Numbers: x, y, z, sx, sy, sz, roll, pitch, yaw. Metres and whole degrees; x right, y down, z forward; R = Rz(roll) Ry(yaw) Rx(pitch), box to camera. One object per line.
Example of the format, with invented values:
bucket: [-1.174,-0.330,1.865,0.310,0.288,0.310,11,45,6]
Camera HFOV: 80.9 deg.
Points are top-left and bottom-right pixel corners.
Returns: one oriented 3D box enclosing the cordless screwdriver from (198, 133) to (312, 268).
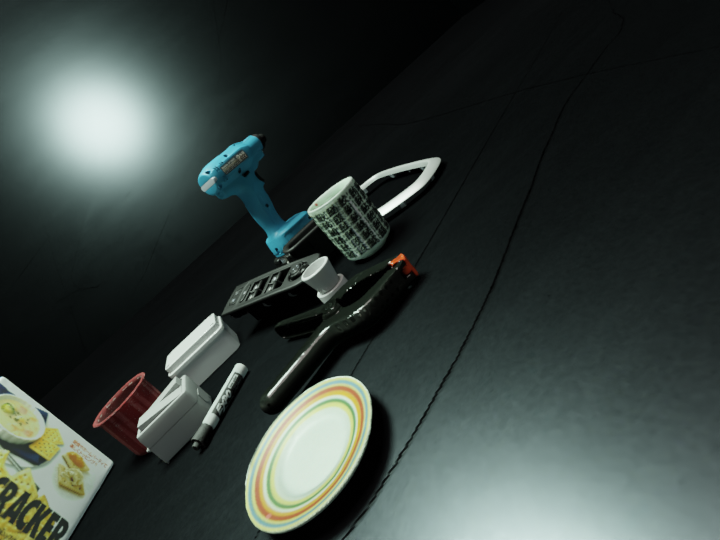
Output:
cordless screwdriver: [-0.152,-0.120,0.754,0.077,0.242,0.159,-23,24,48]

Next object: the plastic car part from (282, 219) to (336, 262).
plastic car part: [-0.068,-0.045,0.700,0.116,0.069,0.068,-49,19,-20]

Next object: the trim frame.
trim frame: [0.041,-0.140,0.756,0.183,0.027,0.258,-48,21,-17]

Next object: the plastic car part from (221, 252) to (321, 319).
plastic car part: [-0.128,0.035,0.650,0.208,0.065,0.066,-26,23,36]
